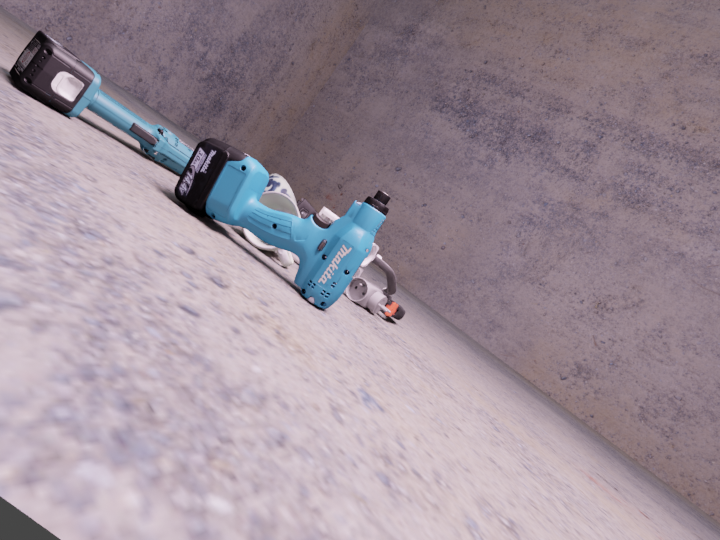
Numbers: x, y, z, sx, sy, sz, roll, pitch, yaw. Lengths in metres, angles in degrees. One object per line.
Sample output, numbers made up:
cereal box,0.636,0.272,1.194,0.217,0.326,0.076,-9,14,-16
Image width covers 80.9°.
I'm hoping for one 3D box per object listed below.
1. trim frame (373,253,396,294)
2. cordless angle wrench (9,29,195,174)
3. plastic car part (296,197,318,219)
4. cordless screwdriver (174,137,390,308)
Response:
trim frame,-0.021,-0.023,0.967,0.248,0.027,0.185,36,-28,-2
cordless angle wrench,-0.335,-0.211,0.707,0.103,0.074,0.400,39,2,35
plastic car part,-0.088,-0.057,0.897,0.196,0.066,0.070,47,-26,-20
cordless screwdriver,-0.097,-0.084,0.534,0.253,0.159,0.073,34,4,8
